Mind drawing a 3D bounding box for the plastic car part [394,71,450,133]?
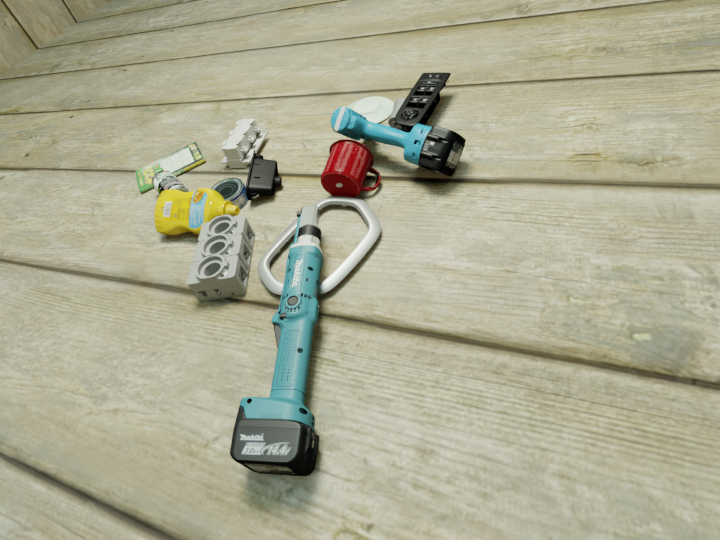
[{"bbox_3d":[0.132,-0.361,0.925,0.069,0.064,0.203,18,54,20],"label":"plastic car part"}]

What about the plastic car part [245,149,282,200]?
[{"bbox_3d":[-0.205,-0.197,0.912,0.071,0.064,0.120,-1,52,-2],"label":"plastic car part"}]

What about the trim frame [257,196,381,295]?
[{"bbox_3d":[-0.074,-0.049,0.759,0.194,0.026,0.247,25,64,32],"label":"trim frame"}]

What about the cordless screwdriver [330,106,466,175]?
[{"bbox_3d":[0.076,-0.258,0.837,0.260,0.153,0.074,25,105,24],"label":"cordless screwdriver"}]

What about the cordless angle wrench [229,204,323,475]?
[{"bbox_3d":[-0.094,0.060,0.626,0.100,0.071,0.434,-6,52,13],"label":"cordless angle wrench"}]
